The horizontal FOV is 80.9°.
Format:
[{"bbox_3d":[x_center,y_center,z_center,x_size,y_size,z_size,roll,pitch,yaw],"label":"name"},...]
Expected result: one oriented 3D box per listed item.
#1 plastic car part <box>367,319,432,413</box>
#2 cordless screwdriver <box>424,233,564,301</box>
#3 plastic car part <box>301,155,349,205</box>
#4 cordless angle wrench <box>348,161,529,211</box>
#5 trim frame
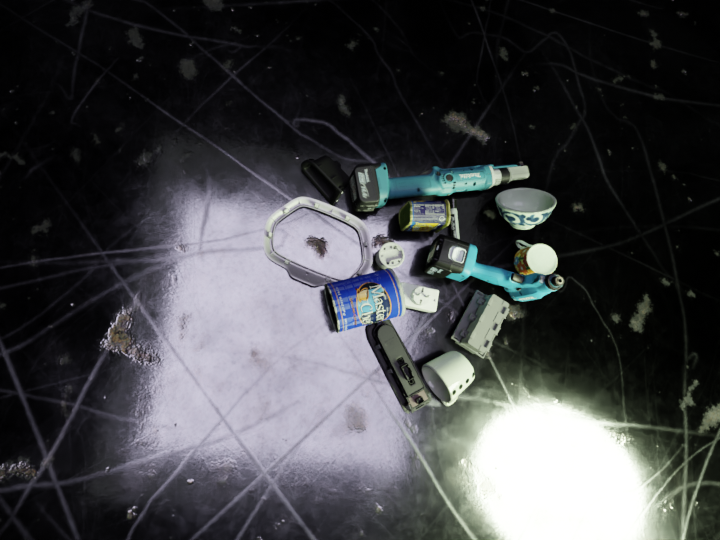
[{"bbox_3d":[0.078,0.190,0.867,0.066,0.066,0.207,-27,79,-5],"label":"plastic car part"},{"bbox_3d":[0.270,-0.001,0.874,0.249,0.158,0.075,20,78,-1],"label":"cordless screwdriver"},{"bbox_3d":[-0.069,-0.215,0.943,0.070,0.066,0.118,-35,81,-28],"label":"plastic car part"},{"bbox_3d":[0.188,-0.202,0.957,0.417,0.074,0.099,-7,80,-9],"label":"cordless angle wrench"},{"bbox_3d":[-0.090,-0.059,0.920,0.247,0.027,0.185,23,78,-2],"label":"trim frame"}]
